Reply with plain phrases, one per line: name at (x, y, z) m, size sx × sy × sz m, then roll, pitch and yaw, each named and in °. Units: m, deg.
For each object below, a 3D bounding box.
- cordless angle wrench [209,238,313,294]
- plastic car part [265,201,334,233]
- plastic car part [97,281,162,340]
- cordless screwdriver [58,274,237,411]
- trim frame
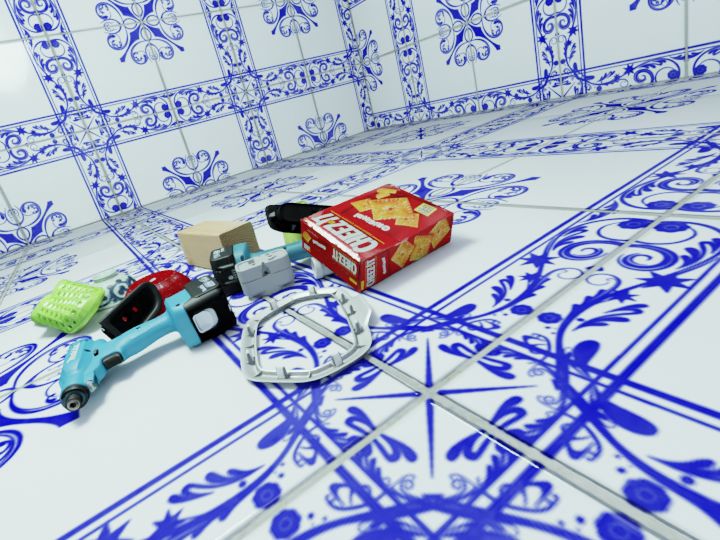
cordless angle wrench at (-0.083, -0.054, 0.845) m, size 0.419 × 0.072 × 0.101 m, roll -16°, pitch 19°, yaw -8°
plastic car part at (-0.097, -0.110, 0.883) m, size 0.196 × 0.067 × 0.069 m, roll 0°, pitch -8°, yaw -22°
plastic car part at (-0.402, 0.080, 0.736) m, size 0.073 × 0.064 × 0.117 m, roll -29°, pitch 24°, yaw 32°
cordless screwdriver at (-0.307, 0.103, 0.617) m, size 0.245 × 0.072 × 0.167 m, roll -27°, pitch 24°, yaw -18°
trim frame at (-0.077, 0.076, 0.581) m, size 0.183 × 0.027 × 0.256 m, roll -17°, pitch 20°, yaw -6°
